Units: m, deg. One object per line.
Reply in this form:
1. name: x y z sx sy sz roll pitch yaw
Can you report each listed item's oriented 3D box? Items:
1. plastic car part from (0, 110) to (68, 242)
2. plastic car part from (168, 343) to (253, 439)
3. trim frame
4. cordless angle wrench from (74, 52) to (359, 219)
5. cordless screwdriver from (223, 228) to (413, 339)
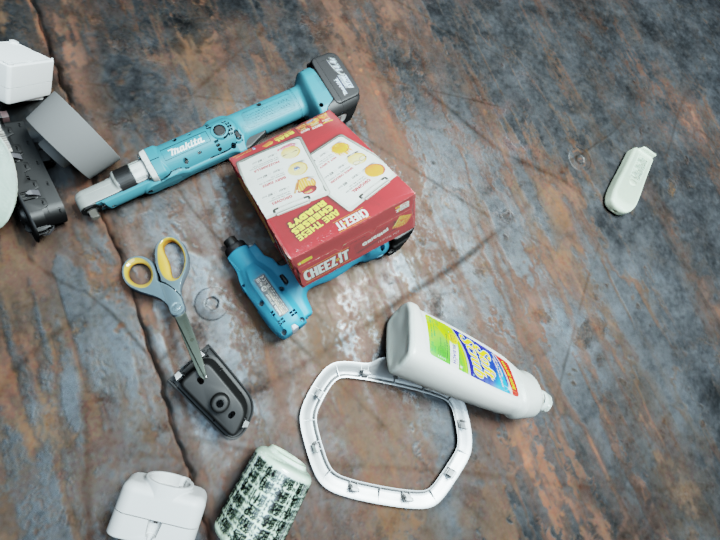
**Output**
1. plastic car part: -0.440 -0.129 0.552 0.065 0.068 0.206 -19 78 -44
2. plastic car part: -0.177 0.155 0.521 0.065 0.071 0.118 -43 86 -18
3. trim frame: 0.039 0.215 0.574 0.246 0.027 0.186 14 72 -6
4. cordless angle wrench: -0.199 -0.189 0.611 0.417 0.074 0.099 -30 85 -15
5. cordless screwdriver: -0.058 -0.038 0.597 0.246 0.073 0.163 -36 79 -14
